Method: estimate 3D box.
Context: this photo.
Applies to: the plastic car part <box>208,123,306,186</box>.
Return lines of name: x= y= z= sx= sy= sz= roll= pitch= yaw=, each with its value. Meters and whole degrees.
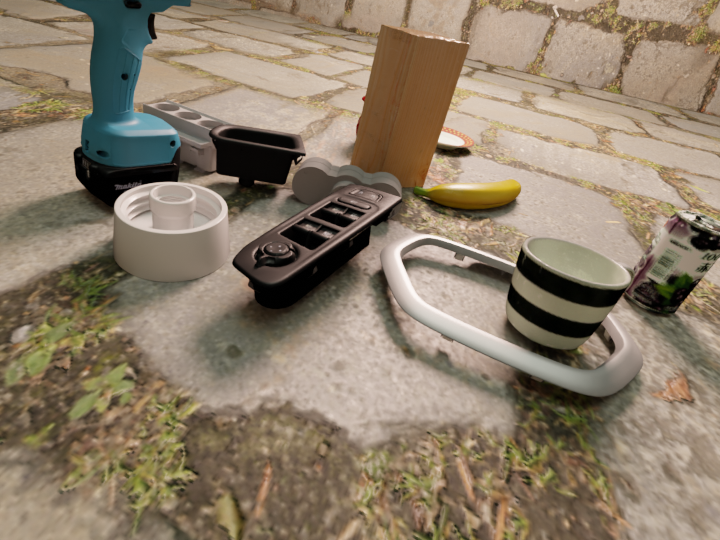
plastic car part: x=-0.135 y=-0.142 z=0.543 sx=0.114 sy=0.069 sz=0.069 roll=3 pitch=34 yaw=-14

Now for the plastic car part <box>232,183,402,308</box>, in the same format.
plastic car part: x=-0.039 y=-0.026 z=0.403 sx=0.069 sy=0.066 sz=0.198 roll=28 pitch=37 yaw=21

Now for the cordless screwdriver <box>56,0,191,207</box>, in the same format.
cordless screwdriver: x=-0.225 y=-0.197 z=0.440 sx=0.078 sy=0.244 sz=0.155 roll=32 pitch=37 yaw=25

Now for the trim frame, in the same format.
trim frame: x=0.136 y=0.029 z=0.408 sx=0.255 sy=0.027 sz=0.183 roll=20 pitch=35 yaw=13
